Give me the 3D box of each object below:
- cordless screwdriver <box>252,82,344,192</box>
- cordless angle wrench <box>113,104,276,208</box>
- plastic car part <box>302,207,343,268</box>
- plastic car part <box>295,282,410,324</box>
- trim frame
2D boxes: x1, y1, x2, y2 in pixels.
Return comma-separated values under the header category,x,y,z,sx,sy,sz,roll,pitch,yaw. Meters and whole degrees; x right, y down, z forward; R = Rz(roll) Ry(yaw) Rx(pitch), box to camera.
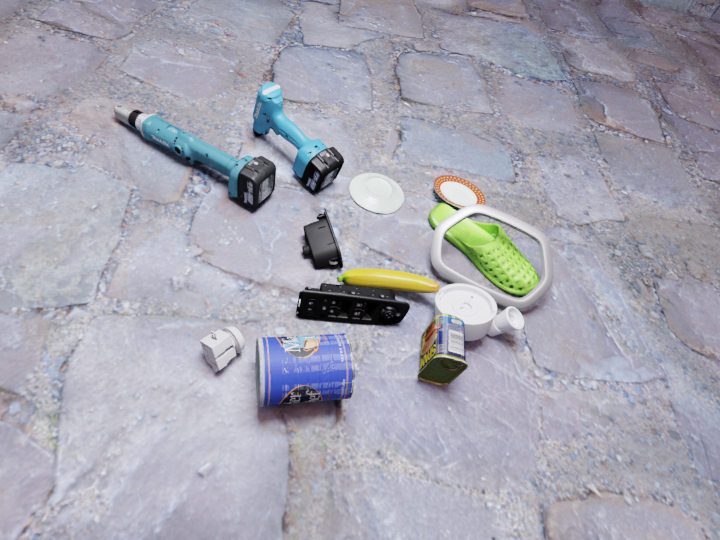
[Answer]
category,x,y,z,sx,sy,sz,roll,pitch,yaw
cordless screwdriver,-0.158,-0.288,0.967,0.073,0.160,0.251,-38,85,-30
cordless angle wrench,-0.379,-0.272,0.924,0.435,0.096,0.074,29,50,14
plastic car part,-0.083,-0.054,0.847,0.070,0.064,0.121,-14,61,-5
plastic car part,-0.014,0.060,0.776,0.201,0.065,0.069,9,28,-4
trim frame,0.263,-0.027,0.848,0.251,0.027,0.184,26,89,5
